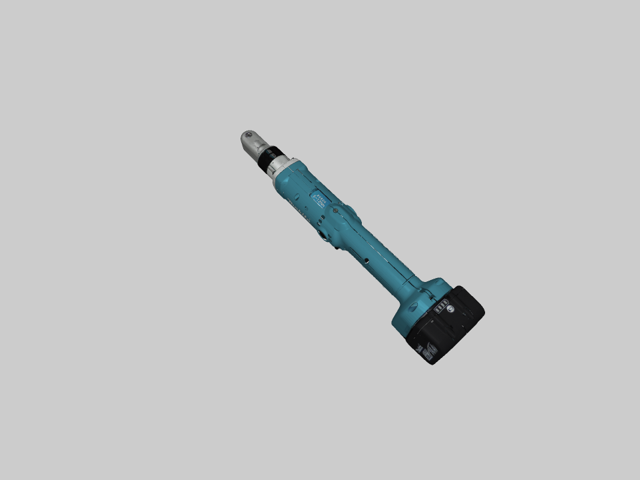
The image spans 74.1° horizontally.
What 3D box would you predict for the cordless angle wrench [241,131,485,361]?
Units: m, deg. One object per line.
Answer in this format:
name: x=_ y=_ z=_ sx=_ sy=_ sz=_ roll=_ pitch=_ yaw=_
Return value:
cordless angle wrench: x=0.024 y=-0.020 z=0.575 sx=0.074 sy=0.422 sz=0.098 roll=-39 pitch=-21 yaw=-16
